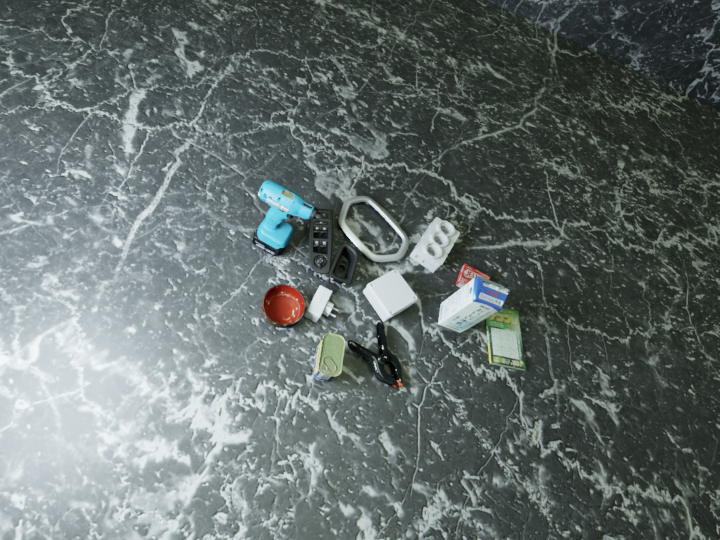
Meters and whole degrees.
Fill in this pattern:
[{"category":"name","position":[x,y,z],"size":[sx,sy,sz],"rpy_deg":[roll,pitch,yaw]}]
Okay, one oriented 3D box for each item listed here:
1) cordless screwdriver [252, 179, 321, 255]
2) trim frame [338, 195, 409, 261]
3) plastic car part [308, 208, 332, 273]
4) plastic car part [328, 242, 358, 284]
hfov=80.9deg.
[{"category":"cordless screwdriver","position":[-0.197,-0.122,1.104],"size":[0.159,0.248,0.075],"rpy_deg":[29,58,-2]},{"category":"trim frame","position":[0.041,-0.129,1.298],"size":[0.181,0.027,0.255],"rpy_deg":[-37,76,-29]},{"category":"plastic car part","position":[-0.118,-0.077,1.205],"size":[0.065,0.067,0.208],"rpy_deg":[6,60,-14]},{"category":"plastic car part","position":[-0.049,-0.009,1.182],"size":[0.066,0.070,0.118],"rpy_deg":[22,58,-5]}]
